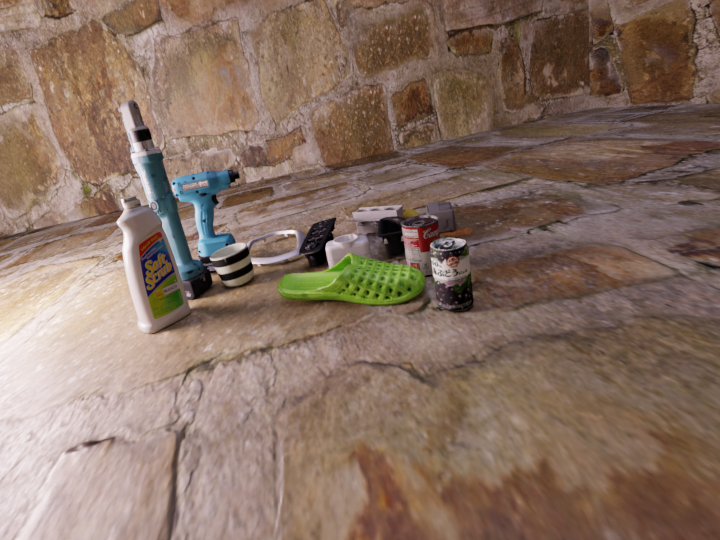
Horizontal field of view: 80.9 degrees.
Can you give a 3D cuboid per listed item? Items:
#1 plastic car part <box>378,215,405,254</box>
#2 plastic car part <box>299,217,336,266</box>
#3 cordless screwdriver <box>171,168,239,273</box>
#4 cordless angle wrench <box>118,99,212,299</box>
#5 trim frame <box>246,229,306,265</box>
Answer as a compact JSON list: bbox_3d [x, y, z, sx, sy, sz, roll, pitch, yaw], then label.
[{"bbox_3d":[0.074,-0.071,0.923,0.067,0.069,0.118,-9,20,6],"label":"plastic car part"},{"bbox_3d":[-0.098,-0.064,1.006,0.067,0.065,0.204,-8,21,10],"label":"plastic car part"},{"bbox_3d":[-0.354,-0.124,1.050,0.158,0.243,0.077,-13,18,-6],"label":"cordless screwdriver"},{"bbox_3d":[-0.421,-0.142,0.896,0.101,0.413,0.074,-4,19,20],"label":"cordless angle wrench"},{"bbox_3d":[-0.224,-0.063,1.124,0.184,0.027,0.256,-13,21,-3],"label":"trim frame"}]
